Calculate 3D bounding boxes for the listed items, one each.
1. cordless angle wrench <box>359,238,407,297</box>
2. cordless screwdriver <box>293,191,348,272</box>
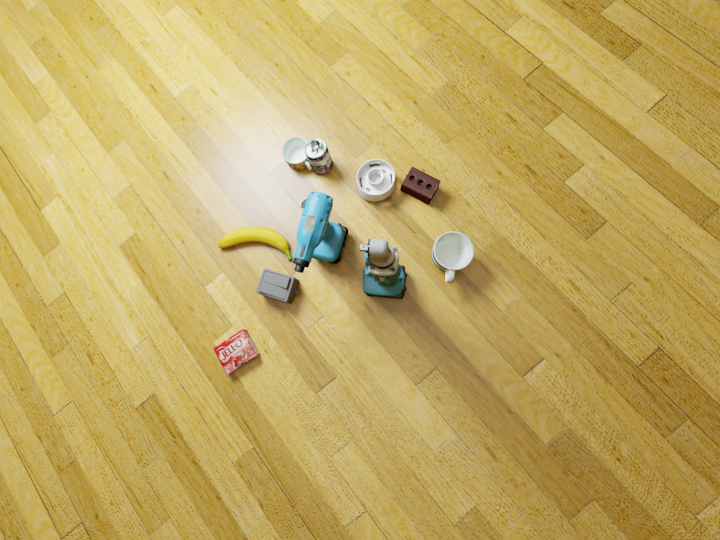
[{"bbox_3d":[0.043,-0.002,0.791,0.099,0.413,0.075,4,82,5],"label":"cordless angle wrench"},{"bbox_3d":[-0.089,-0.058,0.913,0.076,0.243,0.160,15,82,7],"label":"cordless screwdriver"}]
